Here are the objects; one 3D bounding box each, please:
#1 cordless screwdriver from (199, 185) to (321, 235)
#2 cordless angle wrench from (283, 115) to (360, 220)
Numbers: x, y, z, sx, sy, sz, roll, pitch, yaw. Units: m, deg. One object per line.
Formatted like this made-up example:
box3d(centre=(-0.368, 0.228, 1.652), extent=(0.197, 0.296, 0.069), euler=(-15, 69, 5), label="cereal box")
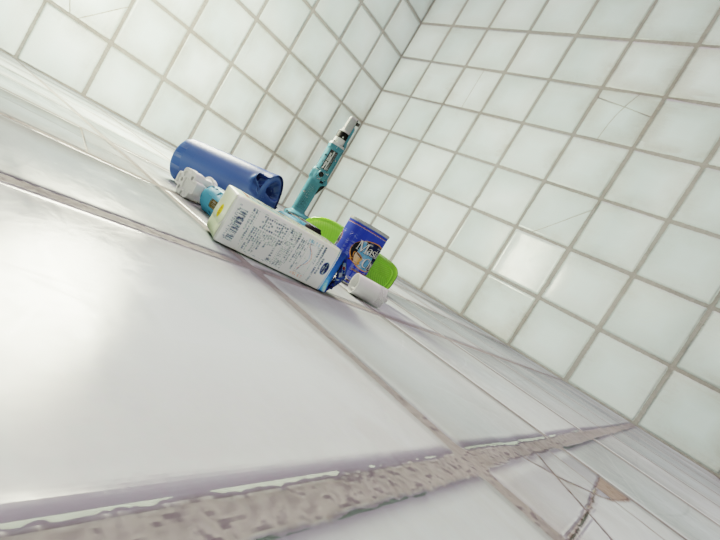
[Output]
box3d(centre=(-0.176, -0.083, 0.816), extent=(0.169, 0.074, 0.235), euler=(34, 9, 40), label="cordless screwdriver")
box3d(centre=(-0.129, -0.305, 1.352), extent=(0.095, 0.422, 0.076), euler=(30, 4, -16), label="cordless angle wrench")
